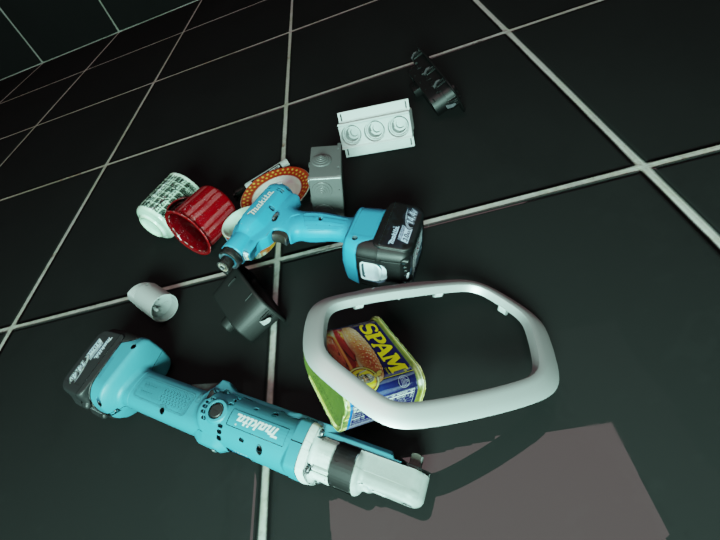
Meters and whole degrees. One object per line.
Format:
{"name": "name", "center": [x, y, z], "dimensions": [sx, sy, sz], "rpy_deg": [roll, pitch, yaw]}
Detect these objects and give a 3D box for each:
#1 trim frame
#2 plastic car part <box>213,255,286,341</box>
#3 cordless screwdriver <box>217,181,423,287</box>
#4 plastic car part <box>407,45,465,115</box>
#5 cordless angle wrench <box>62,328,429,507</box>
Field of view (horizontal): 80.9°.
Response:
{"name": "trim frame", "center": [0.067, 0.064, 0.408], "dimensions": [0.243, 0.027, 0.193], "rpy_deg": [-9, 37, -16]}
{"name": "plastic car part", "center": [-0.158, 0.046, 0.564], "dimensions": [0.071, 0.062, 0.123], "rpy_deg": [-44, 50, 1]}
{"name": "cordless screwdriver", "center": [-0.053, -0.035, 0.544], "dimensions": [0.259, 0.071, 0.159], "rpy_deg": [14, 50, 22]}
{"name": "plastic car part", "center": [0.131, -0.348, 0.788], "dimensions": [0.068, 0.063, 0.212], "rpy_deg": [-29, 45, 8]}
{"name": "cordless angle wrench", "center": [-0.142, 0.156, 0.448], "dimensions": [0.441, 0.071, 0.098], "rpy_deg": [9, 54, 26]}
